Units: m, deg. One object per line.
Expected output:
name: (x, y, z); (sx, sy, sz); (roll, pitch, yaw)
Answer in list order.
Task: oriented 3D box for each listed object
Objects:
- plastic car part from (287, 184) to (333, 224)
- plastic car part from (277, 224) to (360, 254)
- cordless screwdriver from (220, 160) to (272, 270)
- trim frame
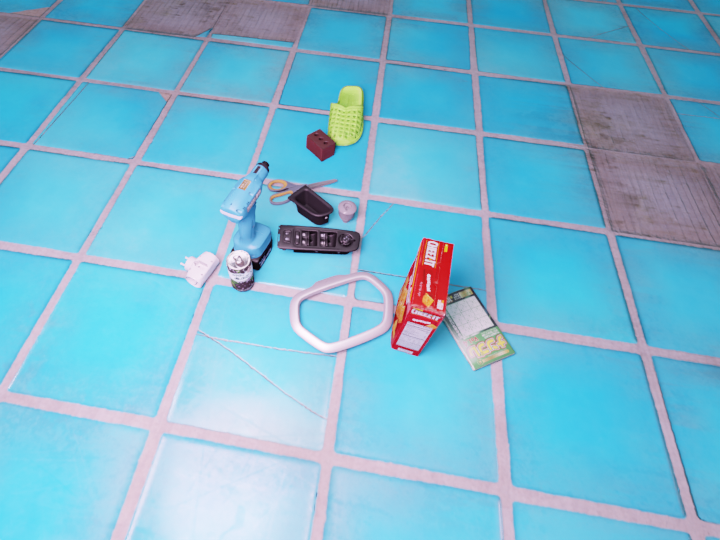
plastic car part: (-0.126, -0.156, 1.097); (0.121, 0.069, 0.065); (40, 62, 20)
plastic car part: (-0.102, -0.067, 1.041); (0.202, 0.065, 0.068); (1, 57, -2)
cordless screwdriver: (-0.245, -0.121, 0.965); (0.075, 0.243, 0.160); (20, 58, 5)
trim frame: (-0.041, 0.087, 0.964); (0.244, 0.027, 0.192); (-20, 60, -15)
